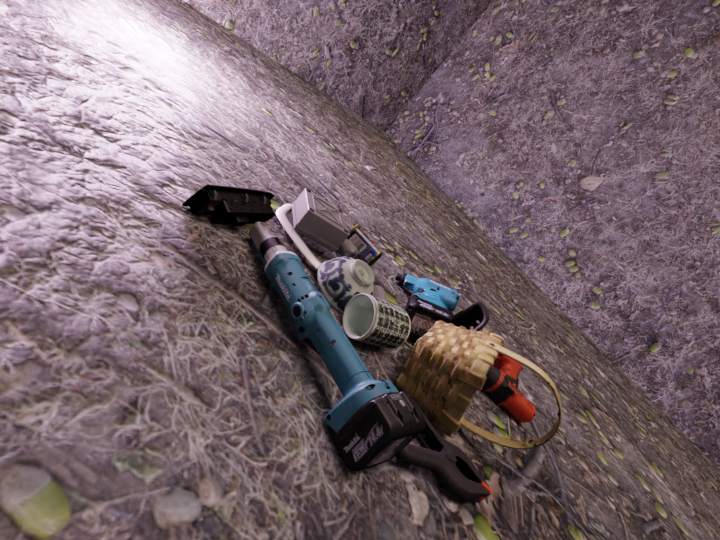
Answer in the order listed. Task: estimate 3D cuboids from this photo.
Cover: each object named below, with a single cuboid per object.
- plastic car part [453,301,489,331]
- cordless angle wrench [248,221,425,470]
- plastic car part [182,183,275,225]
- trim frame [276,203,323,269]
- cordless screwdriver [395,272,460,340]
[{"bbox_3d":[0.254,0.132,1.002,0.069,0.117,0.067,56,3,31],"label":"plastic car part"},{"bbox_3d":[-0.074,0.064,0.618,0.070,0.098,0.445,11,33,-46],"label":"cordless angle wrench"},{"bbox_3d":[-0.215,-0.113,0.758,0.068,0.067,0.197,55,24,6],"label":"plastic car part"},{"bbox_3d":[-0.089,-0.058,0.907,0.260,0.027,0.175,49,24,25],"label":"trim frame"},{"bbox_3d":[0.136,0.071,0.950,0.163,0.074,0.245,23,19,11],"label":"cordless screwdriver"}]
